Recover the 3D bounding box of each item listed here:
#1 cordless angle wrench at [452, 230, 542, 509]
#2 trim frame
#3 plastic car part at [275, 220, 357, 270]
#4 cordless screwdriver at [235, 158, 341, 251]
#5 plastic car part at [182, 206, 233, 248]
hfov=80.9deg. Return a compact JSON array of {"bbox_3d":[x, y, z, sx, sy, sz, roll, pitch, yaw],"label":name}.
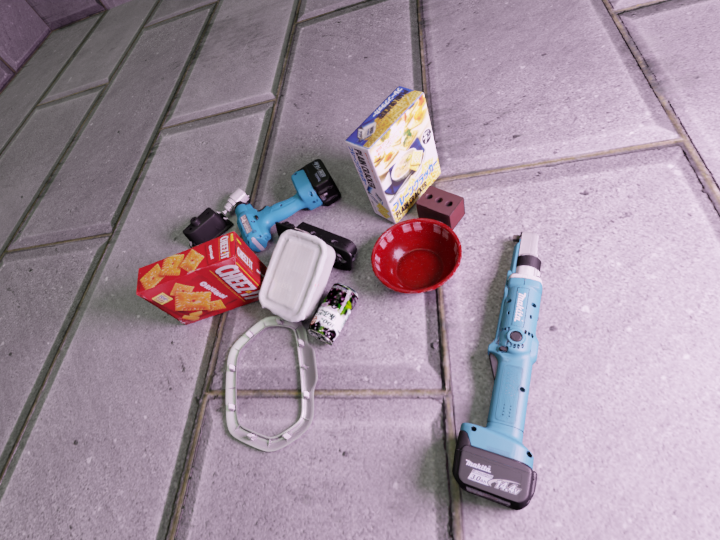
[{"bbox_3d":[0.230,0.111,0.634,0.102,0.071,0.426,7,59,25],"label":"cordless angle wrench"},{"bbox_3d":[-0.163,0.192,0.765,0.186,0.026,0.258,-17,51,9],"label":"trim frame"},{"bbox_3d":[-0.087,-0.057,0.886,0.214,0.064,0.065,26,44,35],"label":"plastic car part"},{"bbox_3d":[-0.180,-0.165,0.987,0.249,0.070,0.167,-34,52,2],"label":"cordless screwdriver"},{"bbox_3d":[-0.382,-0.108,1.031,0.116,0.067,0.070,-43,52,-13],"label":"plastic car part"}]
